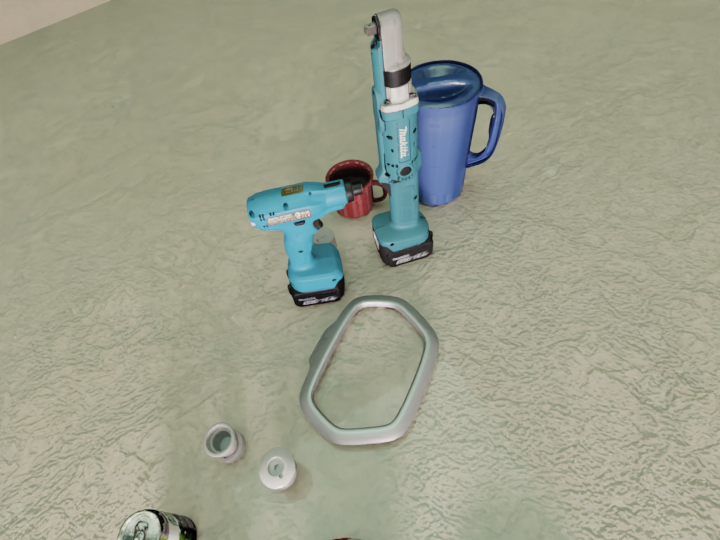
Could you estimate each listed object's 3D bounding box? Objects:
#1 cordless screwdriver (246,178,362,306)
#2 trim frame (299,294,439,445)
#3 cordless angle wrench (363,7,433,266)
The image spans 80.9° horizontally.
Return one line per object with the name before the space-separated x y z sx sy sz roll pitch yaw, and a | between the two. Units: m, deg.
cordless screwdriver | -0.064 -0.042 0.659 0.160 0.238 0.077 -11 54 2
trim frame | 0.012 0.141 0.642 0.192 0.026 0.249 16 60 23
cordless angle wrench | 0.055 -0.159 0.612 0.098 0.405 0.077 -15 54 -2
